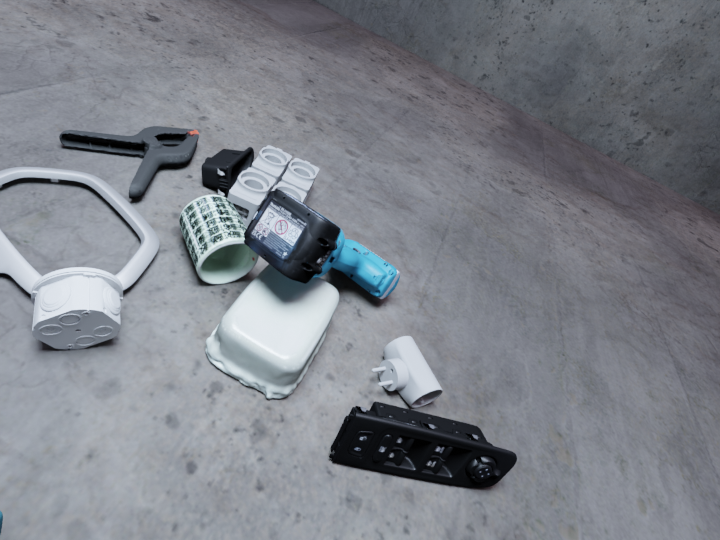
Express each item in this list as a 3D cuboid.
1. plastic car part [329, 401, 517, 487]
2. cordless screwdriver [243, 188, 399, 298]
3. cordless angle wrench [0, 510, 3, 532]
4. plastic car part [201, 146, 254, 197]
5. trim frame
[{"bbox_3d":[0.068,0.188,0.462,0.200,0.066,0.068,18,13,-9],"label":"plastic car part"},{"bbox_3d":[-0.055,-0.036,0.567,0.167,0.074,0.236,36,6,29],"label":"cordless screwdriver"},{"bbox_3d":[-0.112,0.247,0.271,0.415,0.098,0.076,25,38,-9],"label":"cordless angle wrench"},{"bbox_3d":[-0.230,-0.172,0.713,0.071,0.064,0.119,10,35,0],"label":"plastic car part"},{"bbox_3d":[-0.366,-0.054,0.519,0.256,0.027,0.179,40,39,15],"label":"trim frame"}]
